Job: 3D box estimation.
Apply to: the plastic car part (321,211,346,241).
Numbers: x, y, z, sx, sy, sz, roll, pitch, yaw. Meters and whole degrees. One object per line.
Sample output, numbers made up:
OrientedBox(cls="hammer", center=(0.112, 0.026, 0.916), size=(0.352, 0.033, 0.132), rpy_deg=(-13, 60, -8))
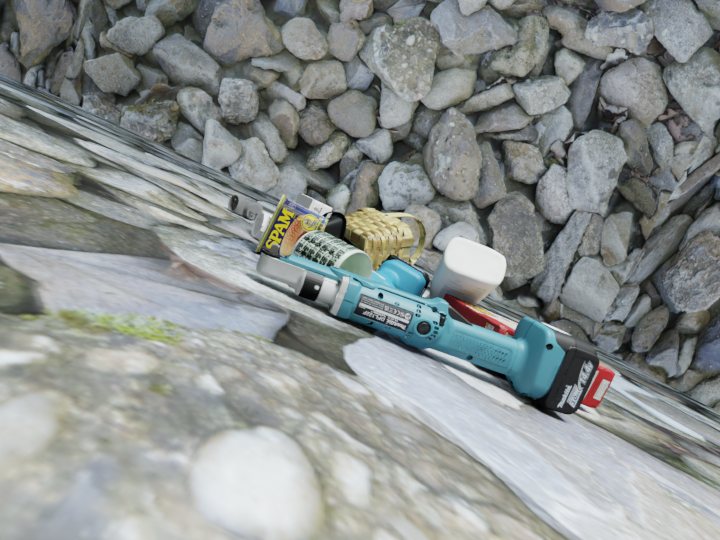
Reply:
OrientedBox(cls="plastic car part", center=(-0.074, -0.049, 0.761), size=(0.069, 0.115, 0.069), rpy_deg=(28, 30, 24))

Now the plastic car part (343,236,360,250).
OrientedBox(cls="plastic car part", center=(-0.053, -0.041, 0.878), size=(0.064, 0.066, 0.215), rpy_deg=(7, 23, -41))

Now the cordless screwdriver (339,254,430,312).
OrientedBox(cls="cordless screwdriver", center=(0.063, 0.034, 0.732), size=(0.166, 0.074, 0.239), rpy_deg=(32, 13, 21))

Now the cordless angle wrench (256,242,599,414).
OrientedBox(cls="cordless angle wrench", center=(0.073, 0.062, 0.523), size=(0.419, 0.097, 0.075), rpy_deg=(20, 7, -5))
